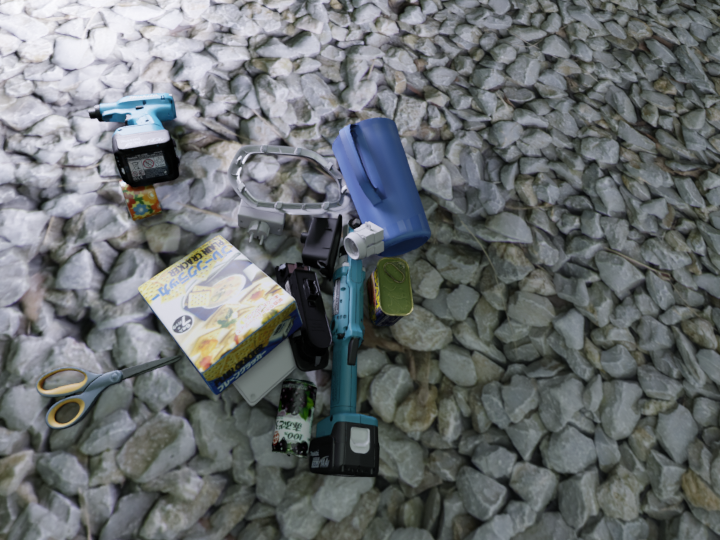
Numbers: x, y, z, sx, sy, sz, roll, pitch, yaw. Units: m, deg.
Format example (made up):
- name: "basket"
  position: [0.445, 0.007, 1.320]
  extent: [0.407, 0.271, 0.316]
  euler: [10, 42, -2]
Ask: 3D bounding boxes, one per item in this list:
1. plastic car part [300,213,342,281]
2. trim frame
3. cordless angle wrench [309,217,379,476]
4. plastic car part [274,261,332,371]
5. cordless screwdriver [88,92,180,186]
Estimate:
- name: "plastic car part"
  position: [-0.075, -0.049, 0.770]
  extent: [0.072, 0.064, 0.119]
  euler: [5, 61, 6]
- name: "trim frame"
  position: [-0.128, -0.172, 0.797]
  extent: [0.238, 0.027, 0.191]
  euler: [-3, 57, -32]
- name: "cordless angle wrench"
  position: [-0.021, 0.097, 0.695]
  extent: [0.072, 0.099, 0.434]
  euler: [15, 58, -23]
- name: "plastic car part"
  position: [-0.084, 0.061, 0.678]
  extent: [0.063, 0.067, 0.211]
  euler: [13, 45, -34]
- name: "cordless screwdriver"
  position: [-0.409, -0.246, 0.759]
  extent: [0.156, 0.072, 0.261]
  euler: [-13, 46, -16]
